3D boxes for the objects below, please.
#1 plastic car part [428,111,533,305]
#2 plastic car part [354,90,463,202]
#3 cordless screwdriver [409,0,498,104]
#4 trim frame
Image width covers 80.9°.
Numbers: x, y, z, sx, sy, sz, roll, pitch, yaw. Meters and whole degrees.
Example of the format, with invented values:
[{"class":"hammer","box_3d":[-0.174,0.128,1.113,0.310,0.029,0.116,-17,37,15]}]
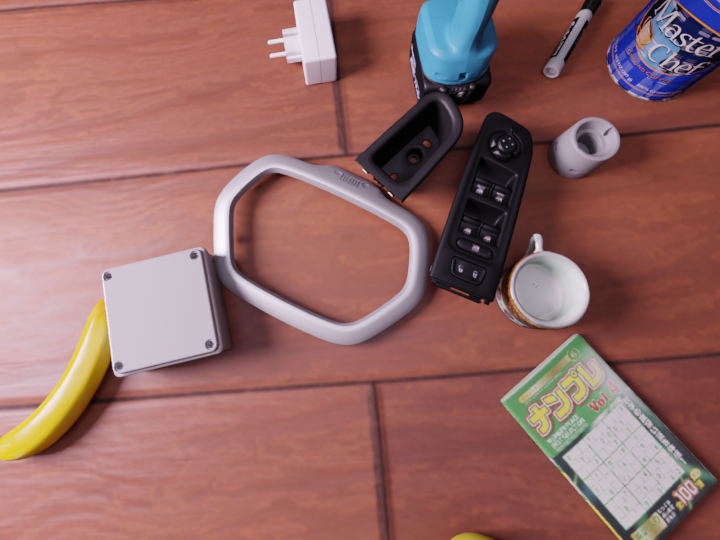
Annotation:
[{"class":"plastic car part","box_3d":[0.127,-0.067,0.443,0.067,0.066,0.204,20,80,3]},{"class":"plastic car part","box_3d":[0.056,-0.127,0.456,0.067,0.070,0.116,44,83,7]},{"class":"cordless screwdriver","box_3d":[0.102,-0.276,0.397,0.074,0.246,0.161,-6,80,-4]},{"class":"trim frame","box_3d":[-0.045,-0.030,0.462,0.252,0.027,0.184,25,80,7]}]
